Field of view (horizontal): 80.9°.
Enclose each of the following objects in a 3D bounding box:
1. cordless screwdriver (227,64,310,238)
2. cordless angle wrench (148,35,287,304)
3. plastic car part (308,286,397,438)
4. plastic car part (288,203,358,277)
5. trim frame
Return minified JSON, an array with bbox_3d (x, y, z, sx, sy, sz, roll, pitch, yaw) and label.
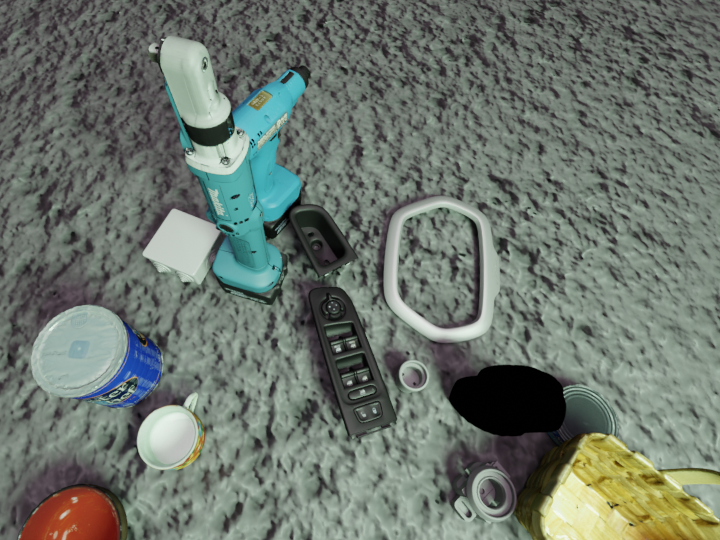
[{"bbox_3d":[-0.124,-0.161,0.610,0.076,0.244,0.159,32,67,8],"label":"cordless screwdriver"},{"bbox_3d":[-0.141,-0.069,0.470,0.099,0.415,0.075,17,66,1],"label":"cordless angle wrench"},{"bbox_3d":[-0.019,0.116,0.577,0.065,0.065,0.210,-15,66,-11],"label":"plastic car part"},{"bbox_3d":[-0.064,-0.042,0.650,0.065,0.069,0.121,-26,69,-15],"label":"plastic car part"},{"bbox_3d":[0.129,-0.010,0.662,0.185,0.027,0.253,6,64,1],"label":"trim frame"}]
